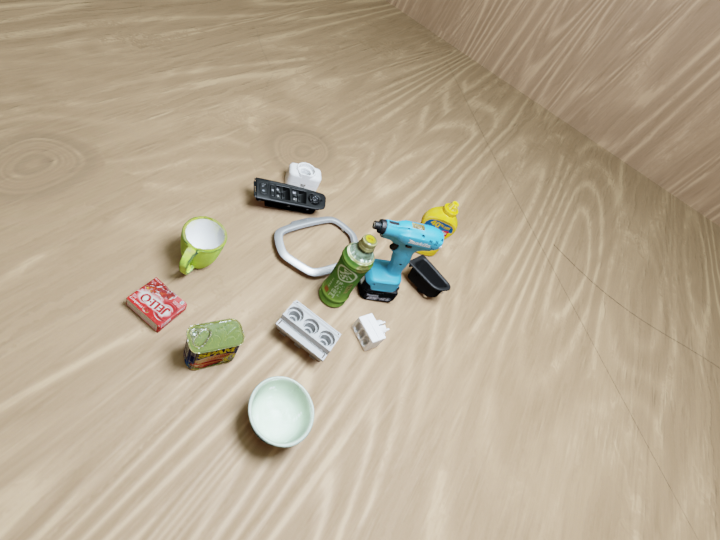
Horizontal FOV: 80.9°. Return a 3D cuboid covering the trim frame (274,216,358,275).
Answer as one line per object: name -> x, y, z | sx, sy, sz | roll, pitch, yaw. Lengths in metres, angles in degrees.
trim frame -> -0.106, -0.069, 1.086 | 0.240, 0.027, 0.191 | -20, 63, -36

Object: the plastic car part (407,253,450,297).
plastic car part -> 0.169, 0.026, 1.105 | 0.064, 0.071, 0.121 | -22, 65, -38

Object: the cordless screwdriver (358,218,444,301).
cordless screwdriver -> 0.060, -0.026, 0.975 | 0.154, 0.248, 0.077 | 13, 50, -19

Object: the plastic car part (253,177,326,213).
plastic car part -> -0.188, -0.186, 1.119 | 0.196, 0.067, 0.069 | 5, 52, -22
